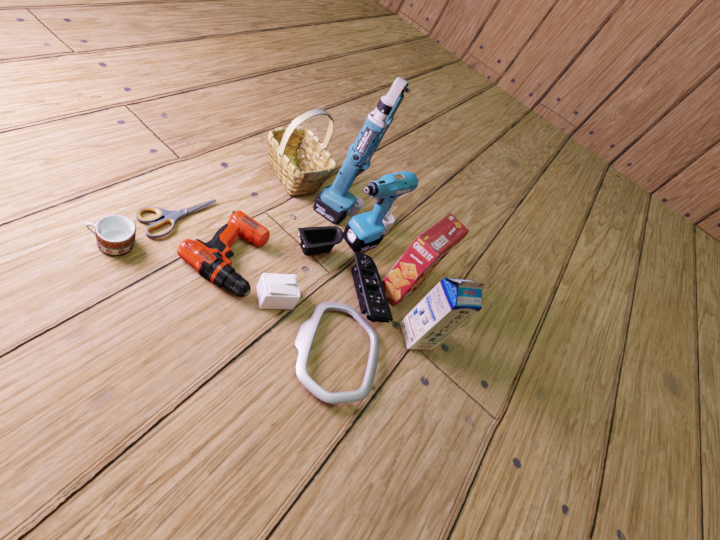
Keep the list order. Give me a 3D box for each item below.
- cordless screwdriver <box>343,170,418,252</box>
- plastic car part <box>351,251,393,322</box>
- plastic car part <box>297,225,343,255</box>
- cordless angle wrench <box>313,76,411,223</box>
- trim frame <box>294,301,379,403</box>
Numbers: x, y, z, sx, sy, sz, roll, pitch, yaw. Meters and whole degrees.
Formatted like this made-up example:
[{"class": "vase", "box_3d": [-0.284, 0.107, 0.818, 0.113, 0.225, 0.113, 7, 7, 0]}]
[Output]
[{"class": "cordless screwdriver", "box_3d": [0.028, -0.143, 1.062, 0.153, 0.248, 0.077, -18, 65, -39]}, {"class": "plastic car part", "box_3d": [0.019, 0.044, 1.021, 0.064, 0.067, 0.211, 8, 49, -24]}, {"class": "plastic car part", "box_3d": [-0.103, -0.068, 1.056, 0.112, 0.071, 0.069, -6, 56, -32]}, {"class": "cordless angle wrench", "box_3d": [0.000, -0.289, 1.053, 0.099, 0.423, 0.074, 37, 44, 1]}, {"class": "trim frame", "box_3d": [-0.048, 0.169, 0.905, 0.182, 0.027, 0.252, 23, 45, -7]}]
